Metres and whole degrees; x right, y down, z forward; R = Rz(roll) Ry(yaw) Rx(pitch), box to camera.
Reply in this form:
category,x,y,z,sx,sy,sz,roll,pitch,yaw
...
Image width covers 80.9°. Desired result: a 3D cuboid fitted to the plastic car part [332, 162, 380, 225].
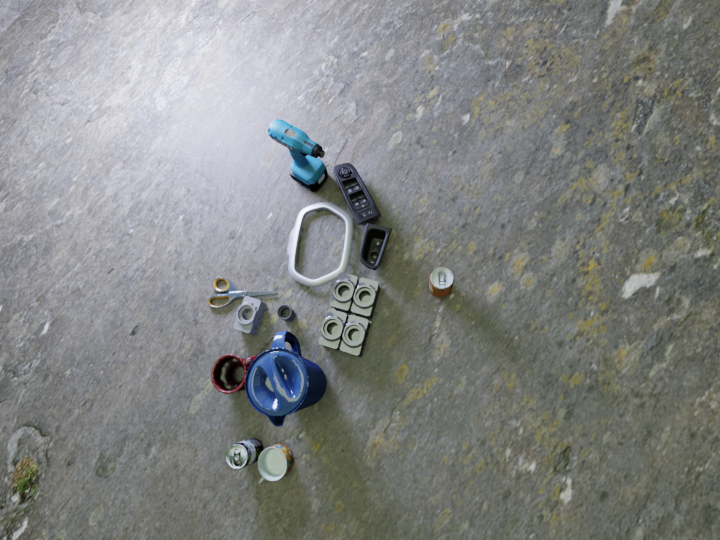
category,x,y,z,sx,sy,sz,roll,pitch,yaw
plastic car part,-0.013,-0.208,1.155,0.066,0.064,0.210,-26,69,2

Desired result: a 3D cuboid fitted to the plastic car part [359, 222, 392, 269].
category,x,y,z,sx,sy,sz,roll,pitch,yaw
plastic car part,0.036,-0.053,1.091,0.068,0.068,0.117,13,76,14

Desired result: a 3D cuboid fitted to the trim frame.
category,x,y,z,sx,sy,sz,roll,pitch,yaw
trim frame,-0.113,-0.074,1.155,0.189,0.026,0.252,3,73,14

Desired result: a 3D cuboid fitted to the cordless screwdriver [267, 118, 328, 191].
category,x,y,z,sx,sy,sz,roll,pitch,yaw
cordless screwdriver,-0.140,-0.290,1.116,0.165,0.240,0.074,33,82,17
